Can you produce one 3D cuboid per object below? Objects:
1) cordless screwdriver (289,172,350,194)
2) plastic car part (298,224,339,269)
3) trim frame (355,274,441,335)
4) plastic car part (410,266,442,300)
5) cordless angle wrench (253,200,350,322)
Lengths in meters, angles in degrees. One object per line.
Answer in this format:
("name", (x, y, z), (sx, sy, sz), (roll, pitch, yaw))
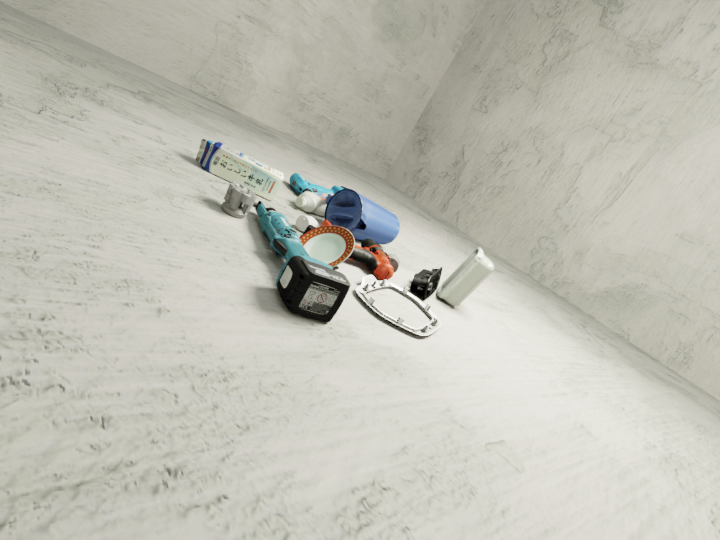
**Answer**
("cordless screwdriver", (-0.121, -0.265, 1.483), (0.237, 0.074, 0.168), (14, 22, -31))
("plastic car part", (-0.090, -0.059, 0.916), (0.121, 0.071, 0.063), (39, 17, 20))
("trim frame", (0.083, 0.069, 0.898), (0.192, 0.027, 0.239), (34, 19, 22))
("plastic car part", (0.171, 0.027, 1.107), (0.069, 0.066, 0.199), (23, 15, 11))
("cordless angle wrench", (-0.145, -0.054, 0.819), (0.093, 0.074, 0.445), (20, 16, -32))
